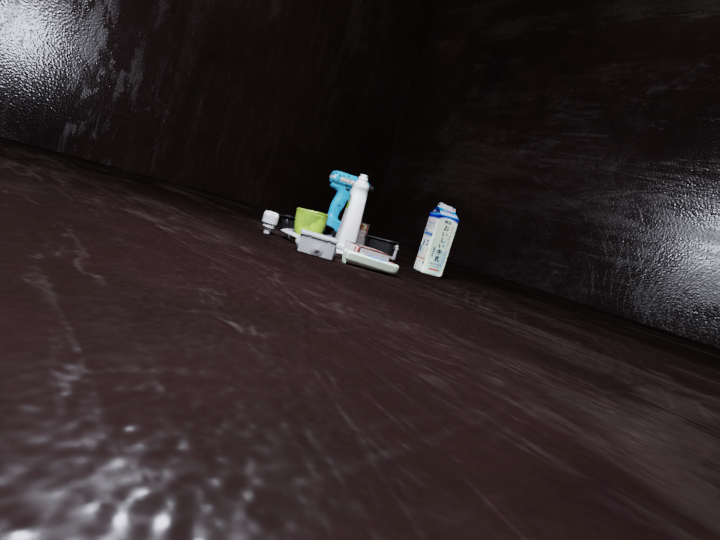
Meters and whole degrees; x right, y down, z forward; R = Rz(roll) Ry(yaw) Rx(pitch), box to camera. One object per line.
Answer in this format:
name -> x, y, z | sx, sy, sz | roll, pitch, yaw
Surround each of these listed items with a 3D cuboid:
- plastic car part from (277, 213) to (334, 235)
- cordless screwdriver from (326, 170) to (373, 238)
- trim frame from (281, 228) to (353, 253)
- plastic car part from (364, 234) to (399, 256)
plastic car part -> -0.185, -0.139, 1.362 | 0.213, 0.067, 0.063 | 20, 6, 28
cordless screwdriver -> -0.056, -0.209, 1.473 | 0.154, 0.248, 0.077 | 15, 5, -19
trim frame -> -0.115, -0.075, 1.180 | 0.263, 0.027, 0.174 | 22, 9, 41
plastic car part -> 0.072, -0.081, 1.492 | 0.122, 0.071, 0.063 | 20, 7, 31
